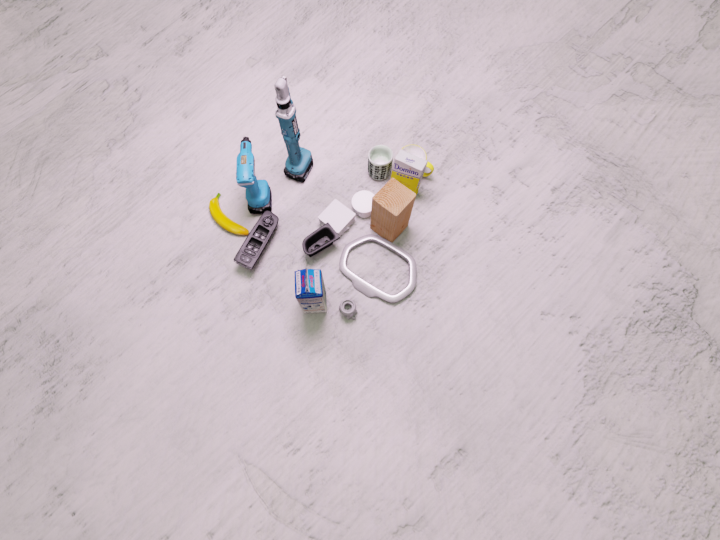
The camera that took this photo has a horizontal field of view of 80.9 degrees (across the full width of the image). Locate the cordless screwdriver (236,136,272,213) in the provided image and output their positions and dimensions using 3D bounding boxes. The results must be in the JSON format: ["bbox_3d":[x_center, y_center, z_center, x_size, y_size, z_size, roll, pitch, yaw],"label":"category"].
[{"bbox_3d":[-0.334,-0.288,1.320,0.074,0.243,0.163,-4,70,-2],"label":"cordless screwdriver"}]

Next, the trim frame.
[{"bbox_3d":[0.054,-0.009,1.293,0.256,0.027,0.184,31,74,15],"label":"trim frame"}]

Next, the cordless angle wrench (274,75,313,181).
[{"bbox_3d":[-0.208,-0.411,1.266,0.076,0.413,0.098,23,72,7],"label":"cordless angle wrench"}]

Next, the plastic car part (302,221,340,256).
[{"bbox_3d":[-0.129,-0.084,1.315,0.116,0.069,0.068,-35,72,-9],"label":"plastic car part"}]

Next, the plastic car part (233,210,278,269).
[{"bbox_3d":[-0.320,-0.094,1.337,0.068,0.065,0.204,22,72,10],"label":"plastic car part"}]
